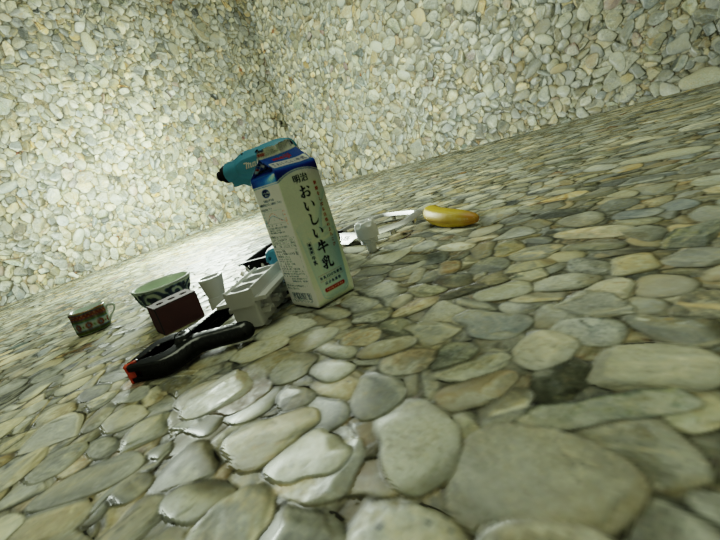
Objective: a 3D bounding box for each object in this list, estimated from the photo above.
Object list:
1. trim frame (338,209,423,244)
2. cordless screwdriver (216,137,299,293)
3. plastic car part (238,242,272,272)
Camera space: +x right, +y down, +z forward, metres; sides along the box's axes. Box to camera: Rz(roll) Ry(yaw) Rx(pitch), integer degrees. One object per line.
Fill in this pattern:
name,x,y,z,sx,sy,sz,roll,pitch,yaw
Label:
trim frame,0.034,-0.101,0.973,0.180,0.027,0.259,-25,17,-24
cordless screwdriver,-0.148,-0.086,0.722,0.165,0.244,0.073,-11,13,29
plastic car part,-0.169,-0.011,0.815,0.068,0.069,0.115,-13,15,23
